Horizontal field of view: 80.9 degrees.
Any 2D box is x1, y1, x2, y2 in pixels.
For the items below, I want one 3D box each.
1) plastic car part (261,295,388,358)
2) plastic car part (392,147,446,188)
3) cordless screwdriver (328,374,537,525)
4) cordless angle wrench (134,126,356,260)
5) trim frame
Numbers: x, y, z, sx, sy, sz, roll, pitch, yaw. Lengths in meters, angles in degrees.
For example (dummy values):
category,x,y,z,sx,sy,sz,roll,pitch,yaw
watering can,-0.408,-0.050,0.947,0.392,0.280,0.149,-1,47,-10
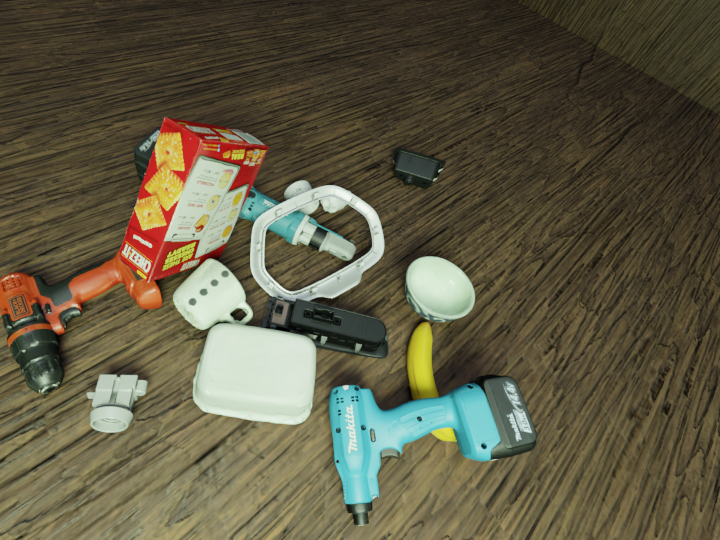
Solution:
category,x,y,z,sx,sy,sz,roll,pitch,yaw
plastic car part,-0.046,0.082,0.651,0.200,0.066,0.068,16,50,-8
plastic car part,0.121,-0.220,0.948,0.117,0.065,0.072,16,64,0
cordless screwdriver,0.089,0.221,0.541,0.249,0.072,0.164,-7,64,0
cordless angle wrench,-0.202,-0.123,0.766,0.425,0.074,0.098,27,55,2
trim frame,-0.070,-0.046,0.721,0.244,0.028,0.186,-28,85,-21
